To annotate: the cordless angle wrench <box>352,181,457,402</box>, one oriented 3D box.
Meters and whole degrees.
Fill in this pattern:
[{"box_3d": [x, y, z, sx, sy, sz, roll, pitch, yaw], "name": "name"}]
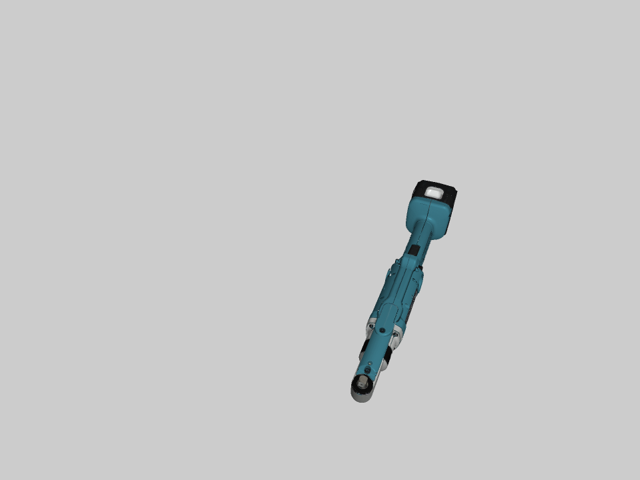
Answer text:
[{"box_3d": [0.130, 0.060, 0.655, 0.074, 0.098, 0.421, 17, 47, 17], "name": "cordless angle wrench"}]
